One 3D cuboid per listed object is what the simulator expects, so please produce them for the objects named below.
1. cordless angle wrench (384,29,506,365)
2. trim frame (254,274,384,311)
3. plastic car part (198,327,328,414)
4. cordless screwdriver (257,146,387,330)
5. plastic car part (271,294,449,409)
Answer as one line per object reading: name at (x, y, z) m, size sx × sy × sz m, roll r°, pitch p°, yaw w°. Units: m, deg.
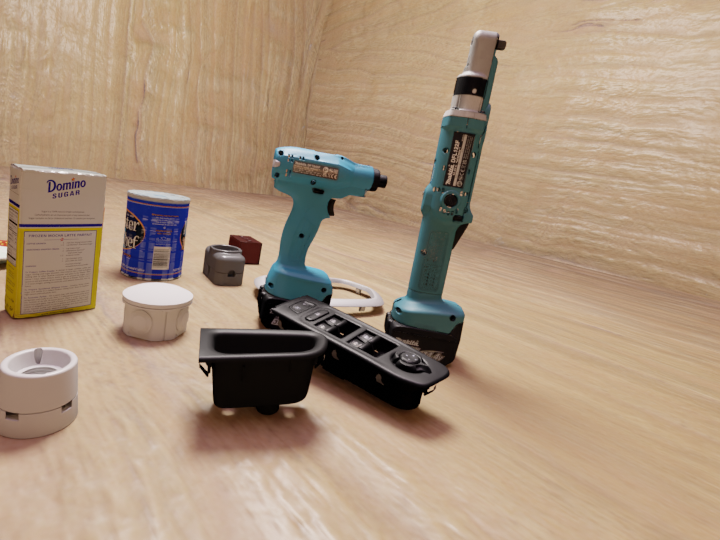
cordless angle wrench at (0.115, -0.090, 0.553) m, size 0.099 × 0.419 × 0.074 m, roll 11°, pitch 9°, yaw 2°
trim frame at (-0.071, 0.037, 0.760) m, size 0.237 × 0.027 × 0.194 m, roll 1°, pitch 14°, yaw -35°
plastic car part at (-0.088, 0.093, 0.380) m, size 0.113 × 0.070 × 0.068 m, roll 6°, pitch 11°, yaw -17°
cordless screwdriver at (-0.058, -0.038, 0.591) m, size 0.156 × 0.247 × 0.076 m, roll 8°, pitch 10°, yaw -13°
plastic car part at (-0.009, 0.091, 0.463) m, size 0.214 × 0.066 × 0.063 m, roll 17°, pitch 13°, yaw 33°
